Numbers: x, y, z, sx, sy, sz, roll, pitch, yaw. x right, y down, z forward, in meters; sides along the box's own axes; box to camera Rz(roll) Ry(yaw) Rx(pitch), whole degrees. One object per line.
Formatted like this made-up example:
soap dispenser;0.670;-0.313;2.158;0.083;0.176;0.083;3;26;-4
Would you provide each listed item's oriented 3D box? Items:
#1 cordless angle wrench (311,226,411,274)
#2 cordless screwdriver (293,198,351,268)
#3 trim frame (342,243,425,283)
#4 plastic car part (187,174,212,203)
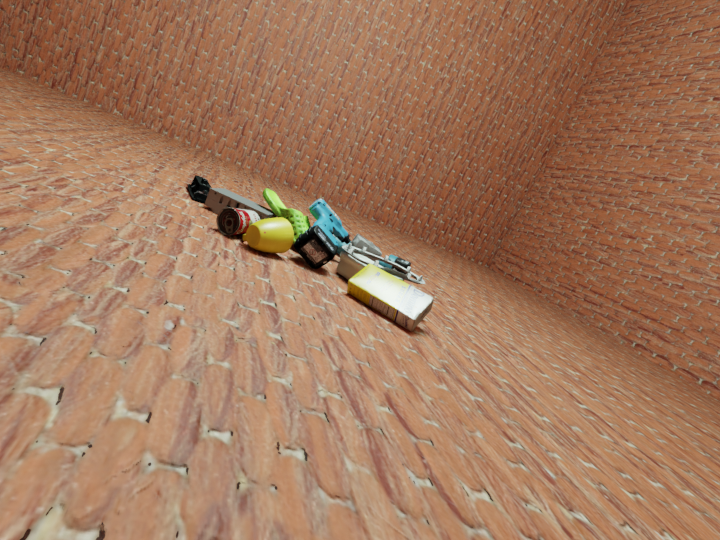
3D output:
cordless angle wrench;-0.049;-0.074;1.375;0.435;0.074;0.095;24;11;15
cordless screwdriver;-0.091;-0.090;1.156;0.154;0.075;0.253;47;23;-19
trim frame;0.063;-0.020;1.135;0.241;0.027;0.190;22;12;-17
plastic car part;-0.506;-0.261;1.336;0.063;0.066;0.214;10;14;-31
